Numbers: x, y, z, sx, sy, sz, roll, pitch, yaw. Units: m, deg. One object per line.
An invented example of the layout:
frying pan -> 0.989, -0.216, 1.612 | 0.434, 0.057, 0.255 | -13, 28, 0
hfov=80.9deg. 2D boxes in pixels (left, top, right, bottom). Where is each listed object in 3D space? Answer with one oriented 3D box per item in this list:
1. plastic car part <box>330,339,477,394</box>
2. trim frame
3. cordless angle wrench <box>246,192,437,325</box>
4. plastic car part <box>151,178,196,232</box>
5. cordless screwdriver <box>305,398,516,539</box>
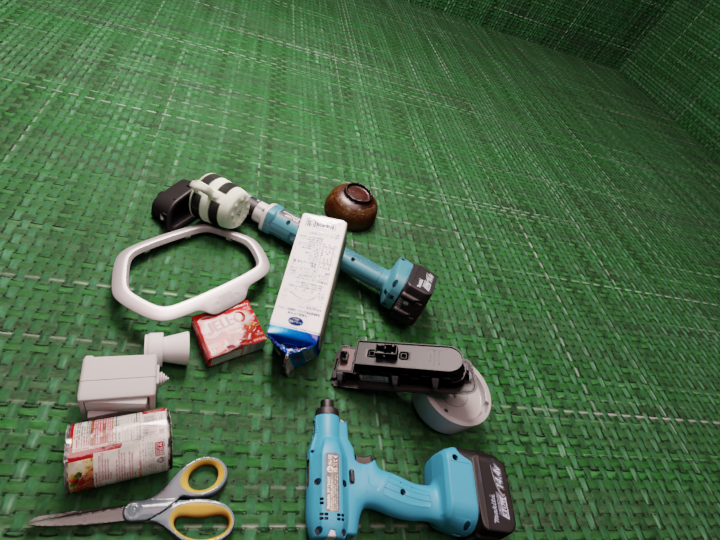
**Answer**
plastic car part -> 0.058, 0.130, 0.599 | 0.208, 0.064, 0.067 | 3, 37, 16
trim frame -> -0.259, -0.004, 0.660 | 0.192, 0.027, 0.241 | 35, 40, 24
cordless angle wrench -> -0.074, -0.049, 0.762 | 0.431, 0.074, 0.097 | 28, 30, 10
plastic car part -> -0.321, -0.123, 0.746 | 0.074, 0.064, 0.115 | 25, 46, 20
cordless screwdriver -> 0.054, 0.253, 0.536 | 0.245, 0.073, 0.164 | 8, 47, -10
